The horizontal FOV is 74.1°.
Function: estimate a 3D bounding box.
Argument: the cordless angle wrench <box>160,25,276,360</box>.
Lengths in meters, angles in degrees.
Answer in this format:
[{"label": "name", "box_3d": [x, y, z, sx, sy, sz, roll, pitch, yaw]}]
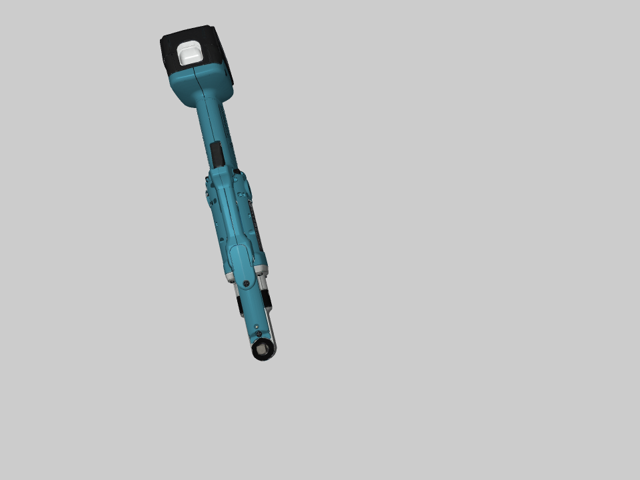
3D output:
[{"label": "cordless angle wrench", "box_3d": [-0.116, -0.060, 0.536, 0.074, 0.422, 0.098, -15, -10, -2]}]
